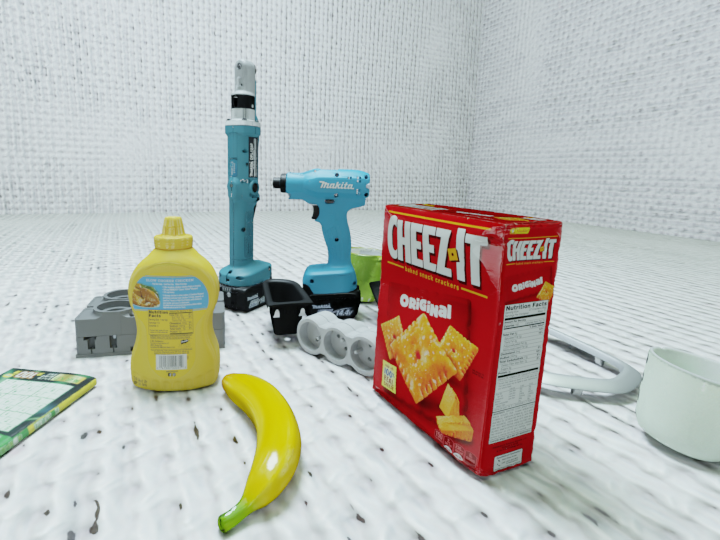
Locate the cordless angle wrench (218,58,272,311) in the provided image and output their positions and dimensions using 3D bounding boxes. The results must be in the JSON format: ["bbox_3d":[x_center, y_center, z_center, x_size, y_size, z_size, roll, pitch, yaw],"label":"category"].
[{"bbox_3d":[-0.203,-0.144,0.736,0.077,0.418,0.095,7,11,25],"label":"cordless angle wrench"}]

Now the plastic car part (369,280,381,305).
[{"bbox_3d":[0.058,0.067,0.640,0.066,0.066,0.207,1,13,-6],"label":"plastic car part"}]

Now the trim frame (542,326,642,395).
[{"bbox_3d":[0.240,0.106,0.583,0.178,0.027,0.260,-4,14,-24],"label":"trim frame"}]

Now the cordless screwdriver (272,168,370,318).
[{"bbox_3d":[-0.070,-0.046,0.711,0.159,0.246,0.075,2,10,0],"label":"cordless screwdriver"}]

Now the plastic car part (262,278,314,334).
[{"bbox_3d":[-0.116,0.060,0.641,0.064,0.070,0.121,-1,13,-18],"label":"plastic car part"}]
